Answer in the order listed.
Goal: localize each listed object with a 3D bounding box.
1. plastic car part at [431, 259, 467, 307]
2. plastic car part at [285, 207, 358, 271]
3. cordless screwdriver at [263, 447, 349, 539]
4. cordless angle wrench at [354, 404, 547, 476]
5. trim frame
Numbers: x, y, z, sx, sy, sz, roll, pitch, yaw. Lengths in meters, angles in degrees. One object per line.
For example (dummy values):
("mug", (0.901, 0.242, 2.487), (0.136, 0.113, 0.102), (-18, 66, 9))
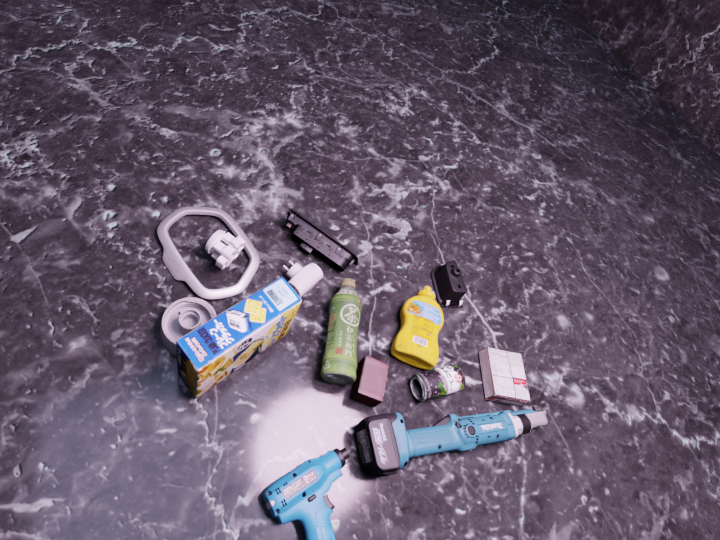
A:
("plastic car part", (0.219, 0.024, 1.021), (0.064, 0.071, 0.120), (3, 60, -21))
("plastic car part", (-0.096, -0.063, 0.983), (0.205, 0.066, 0.067), (32, 63, 4))
("cordless screwdriver", (-0.030, 0.425, 0.669), (0.155, 0.073, 0.259), (-22, 63, -30))
("cordless angle wrench", (0.198, 0.314, 0.821), (0.409, 0.074, 0.101), (0, 58, -21))
("trim frame", (-0.331, -0.045, 0.918), (0.179, 0.027, 0.256), (-30, 72, -33))
